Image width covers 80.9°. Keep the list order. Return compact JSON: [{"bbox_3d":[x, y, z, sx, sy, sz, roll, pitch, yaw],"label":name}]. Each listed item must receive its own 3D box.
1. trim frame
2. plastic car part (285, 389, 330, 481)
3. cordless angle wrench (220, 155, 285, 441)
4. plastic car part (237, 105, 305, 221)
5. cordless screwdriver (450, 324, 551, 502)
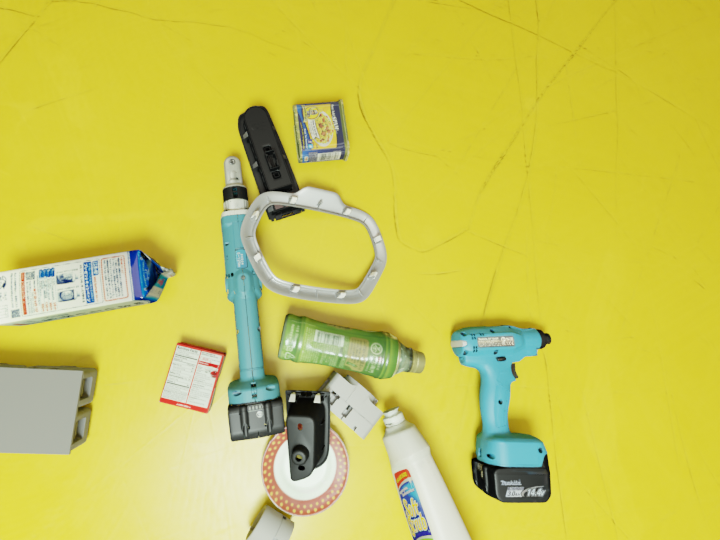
[{"bbox_3d":[-0.065,-0.042,0.661,0.240,0.028,0.188,9,66,-20],"label":"trim frame"},{"bbox_3d":[-0.077,0.232,0.579,0.067,0.070,0.117,-1,88,8],"label":"plastic car part"},{"bbox_3d":[-0.177,0.022,0.640,0.073,0.098,0.430,-6,76,-14],"label":"cordless angle wrench"},{"bbox_3d":[-0.154,-0.187,0.700,0.066,0.066,0.206,-20,79,-5],"label":"plastic car part"},{"bbox_3d":[0.238,0.211,0.655,0.157,0.074,0.253,-3,75,-8],"label":"cordless screwdriver"}]
